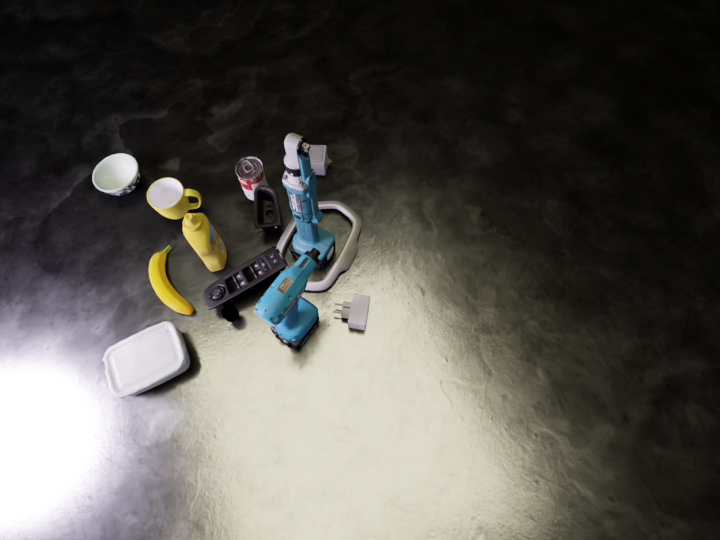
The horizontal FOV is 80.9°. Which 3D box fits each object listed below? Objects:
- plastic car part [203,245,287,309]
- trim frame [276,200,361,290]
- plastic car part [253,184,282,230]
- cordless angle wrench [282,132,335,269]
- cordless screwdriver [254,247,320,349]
[{"bbox_3d":[-0.264,0.024,0.970,0.201,0.065,0.069,-30,69,-10],"label":"plastic car part"},{"bbox_3d":[-0.100,-0.065,1.022,0.189,0.027,0.249,21,68,13],"label":"trim frame"},{"bbox_3d":[-0.228,-0.145,1.045,0.066,0.069,0.120,-8,65,-2],"label":"plastic car part"},{"bbox_3d":[-0.109,-0.125,0.838,0.100,0.412,0.074,27,69,10],"label":"cordless angle wrench"},{"bbox_3d":[-0.126,0.062,0.845,0.076,0.242,0.159,32,70,12],"label":"cordless screwdriver"}]
